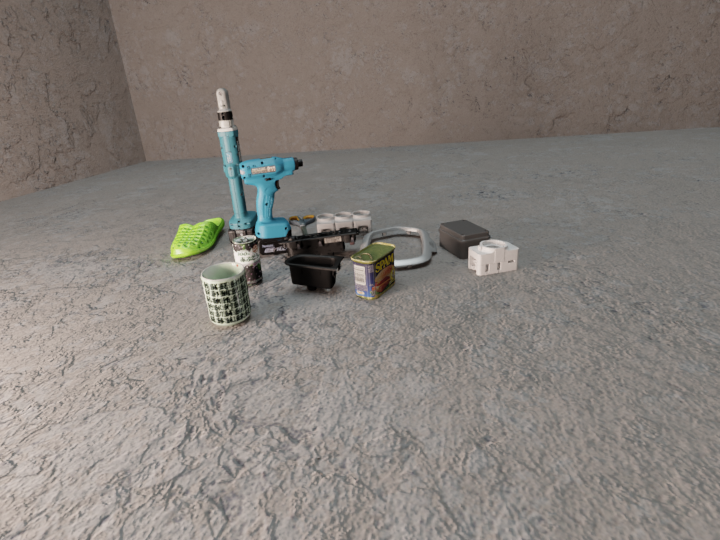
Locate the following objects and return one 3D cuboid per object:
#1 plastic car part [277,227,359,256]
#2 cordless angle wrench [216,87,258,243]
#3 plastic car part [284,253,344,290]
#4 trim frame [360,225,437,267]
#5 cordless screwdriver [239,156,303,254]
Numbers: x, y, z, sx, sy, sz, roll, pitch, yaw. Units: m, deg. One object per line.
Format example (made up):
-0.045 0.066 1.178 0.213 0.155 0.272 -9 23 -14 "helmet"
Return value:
-0.104 -0.068 1.059 0.205 0.065 0.067 -3 22 7 "plastic car part"
-0.352 -0.284 1.179 0.075 0.413 0.099 -2 21 4 "cordless angle wrench"
-0.096 0.008 0.880 0.120 0.069 0.066 2 23 17 "plastic car part"
0.093 -0.062 1.046 0.187 0.027 0.251 -2 24 8 "trim frame"
-0.217 -0.171 1.099 0.156 0.243 0.077 -10 21 -14 "cordless screwdriver"
